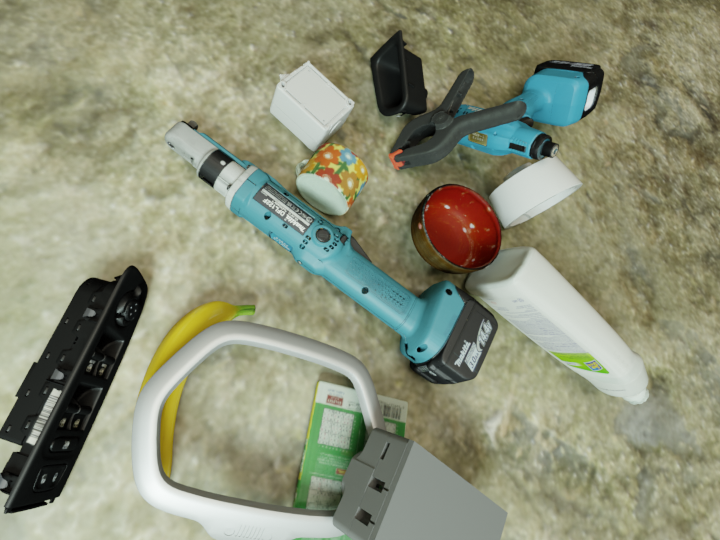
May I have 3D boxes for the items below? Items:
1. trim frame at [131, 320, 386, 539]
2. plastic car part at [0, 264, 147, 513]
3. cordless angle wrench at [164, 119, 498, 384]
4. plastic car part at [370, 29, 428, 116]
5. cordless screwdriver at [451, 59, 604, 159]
[{"bbox_3d":[-0.081,0.150,0.393,0.240,0.028,0.187,20,66,-19],"label":"trim frame"},{"bbox_3d":[-0.252,0.089,0.374,0.069,0.064,0.205,13,67,12],"label":"plastic car part"},{"bbox_3d":[-0.047,-0.030,0.477,0.423,0.074,0.098,37,64,0],"label":"cordless angle wrench"},{"bbox_3d":[0.064,-0.266,0.606,0.068,0.068,0.118,1,74,-35],"label":"plastic car part"},{"bbox_3d":[0.259,-0.226,0.603,0.244,0.071,0.169,-30,44,-25],"label":"cordless screwdriver"}]
